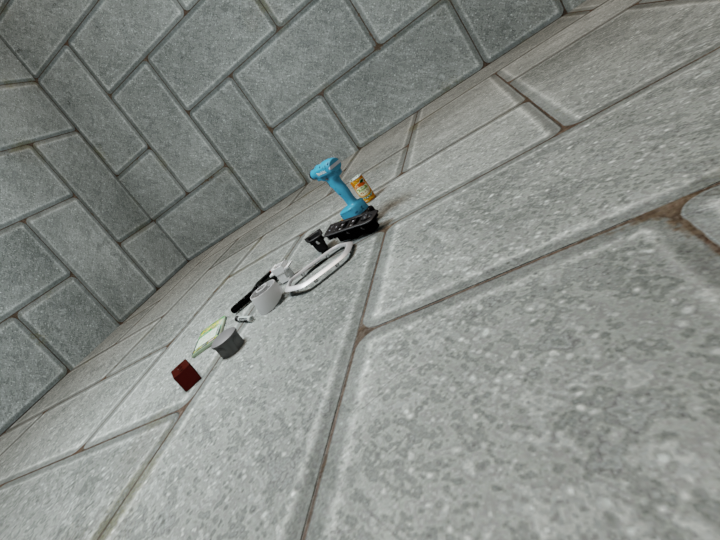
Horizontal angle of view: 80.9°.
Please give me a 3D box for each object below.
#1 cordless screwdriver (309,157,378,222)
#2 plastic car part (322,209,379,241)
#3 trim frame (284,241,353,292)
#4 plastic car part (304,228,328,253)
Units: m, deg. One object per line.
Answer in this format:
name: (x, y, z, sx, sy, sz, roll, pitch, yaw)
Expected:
cordless screwdriver: (-0.064, -0.239, 1.354, 0.073, 0.242, 0.165, -43, 17, -25)
plastic car part: (-0.021, -0.129, 1.295, 0.210, 0.065, 0.066, -18, 24, 42)
trim frame: (-0.121, -0.010, 1.249, 0.247, 0.027, 0.190, -39, 19, -8)
plastic car part: (-0.136, -0.089, 1.393, 0.066, 0.069, 0.120, -37, 18, -2)
